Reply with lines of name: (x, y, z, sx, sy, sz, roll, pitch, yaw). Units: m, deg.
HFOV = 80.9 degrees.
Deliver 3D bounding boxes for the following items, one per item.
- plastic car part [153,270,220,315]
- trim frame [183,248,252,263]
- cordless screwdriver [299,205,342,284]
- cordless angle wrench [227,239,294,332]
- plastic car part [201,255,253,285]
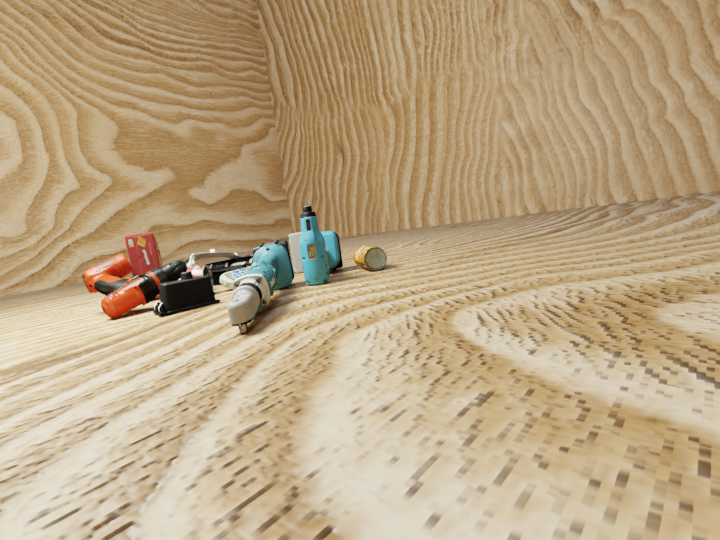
plastic car part: (-0.331, 0.039, 0.797, 0.112, 0.070, 0.069, -16, 9, -34)
trim frame: (-0.393, -0.020, 1.221, 0.189, 0.028, 0.238, -6, -17, 15)
cordless screwdriver: (-0.093, -0.061, 0.955, 0.075, 0.159, 0.247, -8, 4, 3)
cordless angle wrench: (-0.168, 0.016, 0.719, 0.074, 0.097, 0.428, -12, 10, -3)
plastic car part: (-0.356, 0.011, 1.133, 0.211, 0.064, 0.067, -4, 32, 27)
